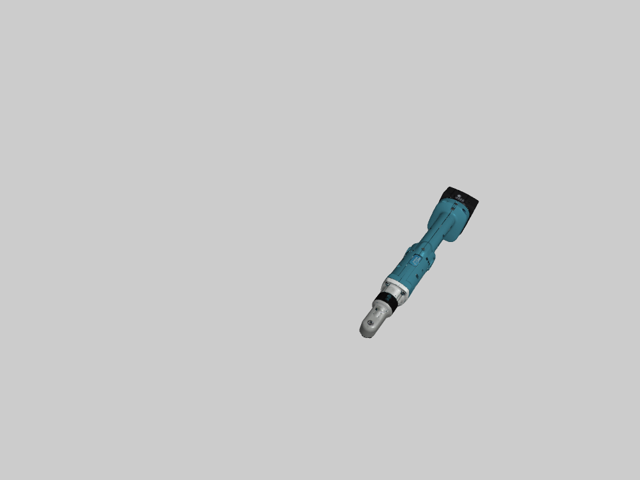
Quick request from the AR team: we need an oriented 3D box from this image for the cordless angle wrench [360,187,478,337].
[{"bbox_3d":[0.193,0.037,0.830,0.074,0.098,0.421,31,50,18],"label":"cordless angle wrench"}]
